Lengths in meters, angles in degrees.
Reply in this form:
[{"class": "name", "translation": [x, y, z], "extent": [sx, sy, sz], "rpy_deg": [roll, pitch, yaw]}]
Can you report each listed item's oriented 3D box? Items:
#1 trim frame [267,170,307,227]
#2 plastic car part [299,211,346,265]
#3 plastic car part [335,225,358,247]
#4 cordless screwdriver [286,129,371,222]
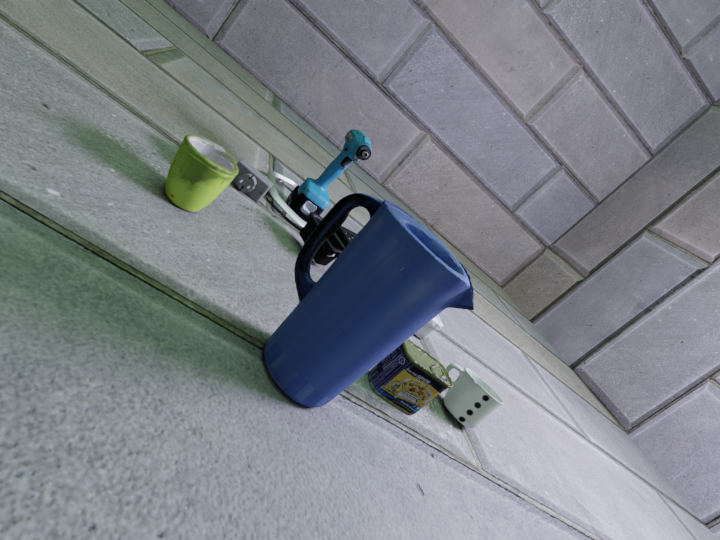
[{"class": "trim frame", "translation": [-0.161, -0.170, 1.056], "extent": [0.175, 0.028, 0.259], "rpy_deg": [33, 19, -29]}, {"class": "plastic car part", "translation": [-0.085, -0.055, 0.867], "extent": [0.062, 0.071, 0.122], "rpy_deg": [19, 29, -54]}, {"class": "plastic car part", "translation": [-0.014, -0.053, 1.034], "extent": [0.069, 0.067, 0.194], "rpy_deg": [51, 18, 22]}, {"class": "cordless screwdriver", "translation": [-0.069, -0.214, 0.984], "extent": [0.071, 0.250, 0.165], "rpy_deg": [37, 18, -24]}]
